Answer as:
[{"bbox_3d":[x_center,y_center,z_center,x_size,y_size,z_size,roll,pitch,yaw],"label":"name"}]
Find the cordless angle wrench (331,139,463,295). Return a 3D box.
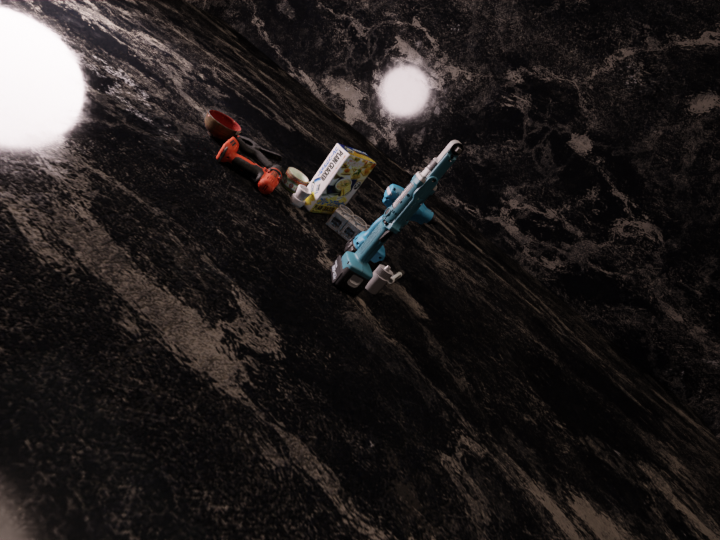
[{"bbox_3d":[0.081,-0.120,0.967,0.072,0.424,0.101,30,25,-21],"label":"cordless angle wrench"}]

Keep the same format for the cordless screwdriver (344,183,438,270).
[{"bbox_3d":[0.077,-0.096,1.137,0.155,0.250,0.076,33,25,-15],"label":"cordless screwdriver"}]
